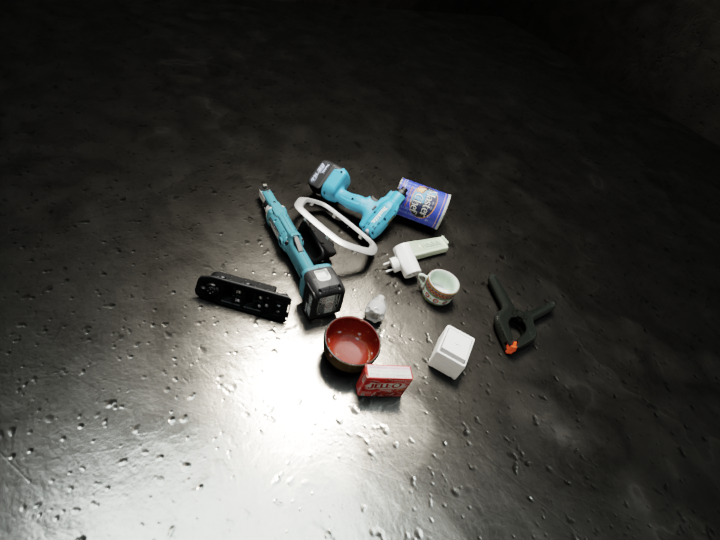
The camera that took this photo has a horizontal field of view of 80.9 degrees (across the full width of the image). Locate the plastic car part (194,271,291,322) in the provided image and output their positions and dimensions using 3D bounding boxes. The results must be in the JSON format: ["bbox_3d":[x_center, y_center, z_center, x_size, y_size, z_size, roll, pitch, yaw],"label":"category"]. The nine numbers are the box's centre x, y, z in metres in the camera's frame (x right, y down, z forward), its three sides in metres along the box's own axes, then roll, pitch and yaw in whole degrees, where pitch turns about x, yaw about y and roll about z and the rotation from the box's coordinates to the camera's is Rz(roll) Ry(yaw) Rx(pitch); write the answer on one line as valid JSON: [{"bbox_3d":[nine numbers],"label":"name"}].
[{"bbox_3d":[-0.243,0.044,0.886,0.203,0.065,0.068,13,35,-1],"label":"plastic car part"}]

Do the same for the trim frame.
[{"bbox_3d":[-0.063,-0.112,1.050,0.259,0.027,0.177,38,24,22],"label":"trim frame"}]

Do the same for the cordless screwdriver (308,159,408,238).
[{"bbox_3d":[-0.008,-0.213,1.136,0.259,0.071,0.159,37,84,20],"label":"cordless screwdriver"}]

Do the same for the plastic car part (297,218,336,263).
[{"bbox_3d":[-0.101,-0.066,1.031,0.068,0.066,0.122,-7,50,-41],"label":"plastic car part"}]

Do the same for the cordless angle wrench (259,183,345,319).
[{"bbox_3d":[-0.165,-0.072,1.005,0.072,0.096,0.446,-12,46,-26],"label":"cordless angle wrench"}]
